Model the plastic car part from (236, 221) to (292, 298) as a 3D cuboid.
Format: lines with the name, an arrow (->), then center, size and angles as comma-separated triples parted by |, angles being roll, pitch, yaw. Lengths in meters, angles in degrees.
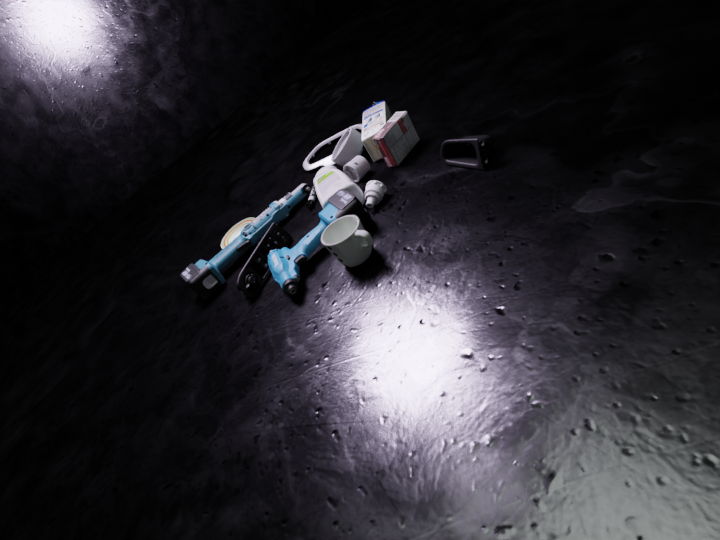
plastic car part -> -0.240, -0.021, 1.010 | 0.069, 0.063, 0.205 | -20, 36, 41

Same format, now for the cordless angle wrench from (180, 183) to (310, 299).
cordless angle wrench -> -0.293, -0.098, 1.145 | 0.420, 0.071, 0.103 | -45, 34, -16

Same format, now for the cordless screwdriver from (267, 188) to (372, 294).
cordless screwdriver -> -0.089, -0.058, 0.912 | 0.249, 0.071, 0.167 | -40, 34, 2

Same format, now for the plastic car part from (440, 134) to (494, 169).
plastic car part -> 0.228, -0.254, 0.876 | 0.070, 0.063, 0.122 | -29, 28, -16

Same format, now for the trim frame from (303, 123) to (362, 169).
trim frame -> -0.076, -0.386, 1.325 | 0.254, 0.026, 0.189 | -20, 37, 21
